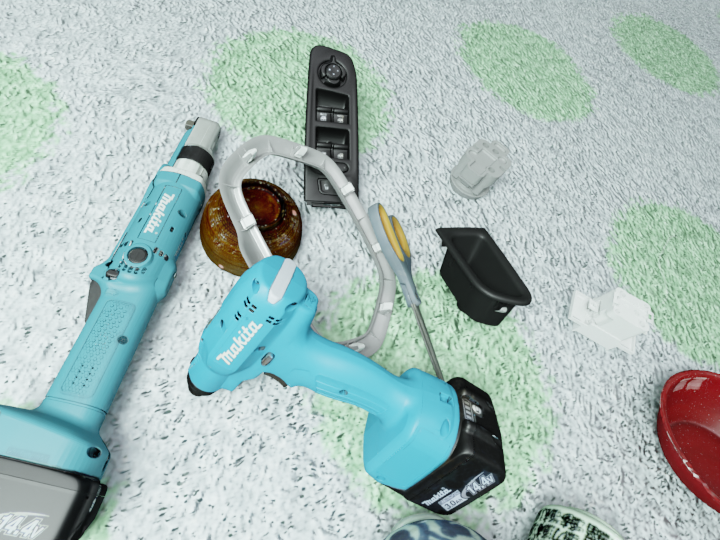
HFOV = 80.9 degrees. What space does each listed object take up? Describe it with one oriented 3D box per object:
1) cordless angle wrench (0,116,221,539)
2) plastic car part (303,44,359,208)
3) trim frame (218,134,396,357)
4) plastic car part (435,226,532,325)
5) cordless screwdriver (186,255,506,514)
[{"bbox_3d":[-0.207,0.000,0.394,0.097,0.074,0.431,15,56,-8],"label":"cordless angle wrench"},{"bbox_3d":[-0.038,-0.173,0.522,0.065,0.067,0.204,1,85,-9],"label":"plastic car part"},{"bbox_3d":[-0.042,-0.027,0.425,0.179,0.028,0.247,-31,94,-44],"label":"trim frame"},{"bbox_3d":[0.125,0.013,0.467,0.064,0.069,0.122,-2,46,-18],"label":"plastic car part"},{"bbox_3d":[-0.020,0.109,0.353,0.245,0.160,0.075,35,31,-9],"label":"cordless screwdriver"}]
